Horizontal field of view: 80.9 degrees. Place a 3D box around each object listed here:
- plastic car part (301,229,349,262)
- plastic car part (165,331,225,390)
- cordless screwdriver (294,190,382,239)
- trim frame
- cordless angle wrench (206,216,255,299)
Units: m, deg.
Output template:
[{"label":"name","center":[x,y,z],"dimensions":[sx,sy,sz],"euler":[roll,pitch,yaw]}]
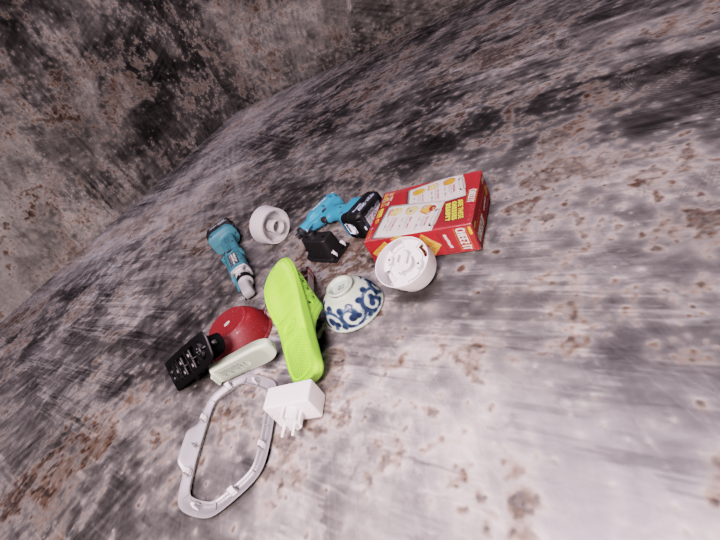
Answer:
[{"label":"plastic car part","center":[-0.097,-0.063,0.988],"dimensions":[0.122,0.068,0.066],"euler":[4,46,41]},{"label":"plastic car part","center":[-0.323,0.176,0.842],"dimensions":[0.064,0.068,0.206],"euler":[-12,-19,-43]},{"label":"cordless screwdriver","center":[-0.054,-0.123,1.028],"dimensions":[0.158,0.071,0.262],"euler":[-47,31,-19]},{"label":"trim frame","center":[-0.222,0.274,0.703],"dimensions":[0.188,0.026,0.256],"euler":[-24,36,18]},{"label":"cordless angle wrench","center":[-0.352,-0.034,1.179],"dimensions":[0.097,0.071,0.445],"euler":[-37,35,-6]}]
